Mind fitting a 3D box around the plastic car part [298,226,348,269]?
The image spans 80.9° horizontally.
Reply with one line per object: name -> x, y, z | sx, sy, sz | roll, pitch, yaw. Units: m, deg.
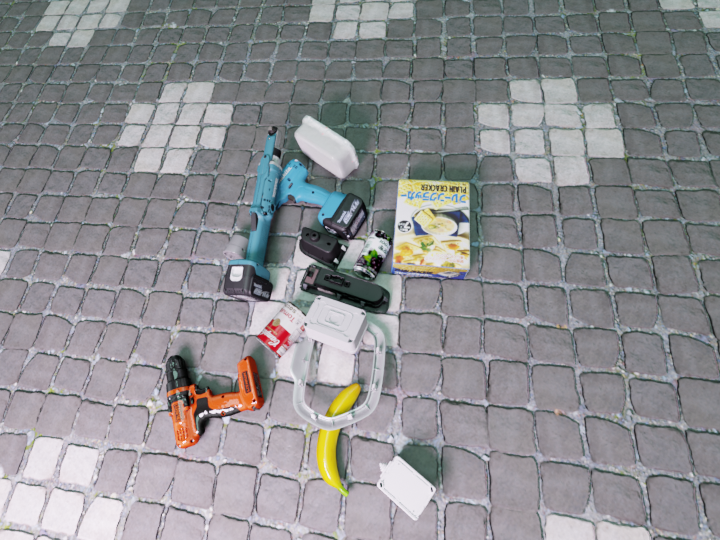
plastic car part -> -0.094, -0.061, 0.960 | 0.120, 0.069, 0.066 | 25, 70, 14

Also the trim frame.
trim frame -> -0.046, 0.186, 0.841 | 0.189, 0.026, 0.253 | 2, 57, 14

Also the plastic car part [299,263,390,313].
plastic car part -> -0.032, 0.033, 0.916 | 0.208, 0.065, 0.067 | 18, 62, 12

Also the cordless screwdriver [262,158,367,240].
cordless screwdriver -> -0.118, -0.152, 1.005 | 0.260, 0.071, 0.159 | 33, 81, 23

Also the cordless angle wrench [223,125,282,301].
cordless angle wrench -> -0.226, -0.143, 0.974 | 0.077, 0.093, 0.429 | -2, 71, 23
